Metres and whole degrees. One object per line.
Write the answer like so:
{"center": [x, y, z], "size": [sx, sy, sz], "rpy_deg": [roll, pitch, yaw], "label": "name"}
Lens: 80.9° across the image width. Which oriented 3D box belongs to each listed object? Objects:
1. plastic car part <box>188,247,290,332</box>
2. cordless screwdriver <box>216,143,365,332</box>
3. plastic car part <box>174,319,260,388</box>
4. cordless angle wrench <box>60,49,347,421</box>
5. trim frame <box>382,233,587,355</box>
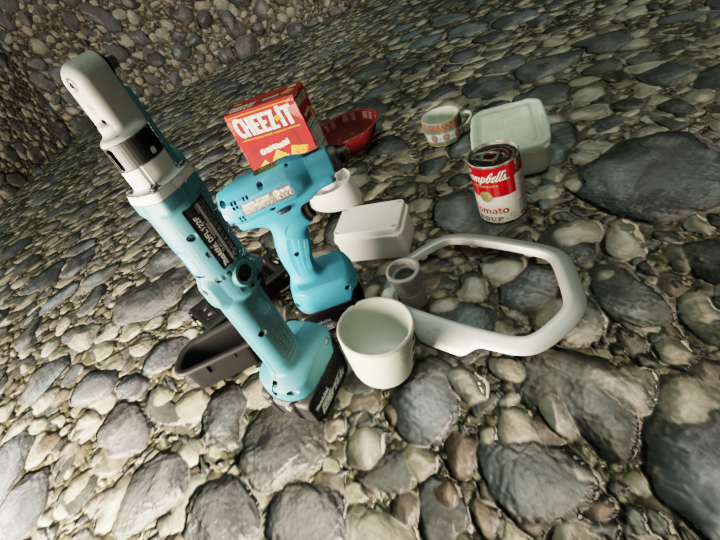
{"center": [-0.167, 0.031, 0.675], "size": [0.201, 0.064, 0.070], "rpy_deg": [-44, 40, -20], "label": "plastic car part"}
{"center": [-0.053, -0.034, 0.539], "size": [0.160, 0.237, 0.077], "rpy_deg": [-23, 36, 4], "label": "cordless screwdriver"}
{"center": [-0.187, 0.120, 0.583], "size": [0.116, 0.067, 0.069], "rpy_deg": [-29, 37, -2], "label": "plastic car part"}
{"center": [-0.129, 0.001, 0.411], "size": [0.078, 0.403, 0.098], "rpy_deg": [2, 45, 33], "label": "cordless angle wrench"}
{"center": [0.141, 0.022, 0.529], "size": [0.262, 0.026, 0.183], "rpy_deg": [14, 54, 41], "label": "trim frame"}
